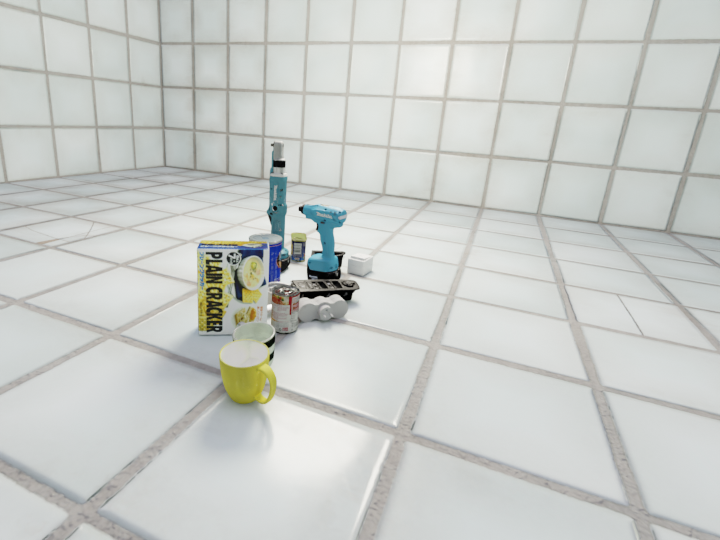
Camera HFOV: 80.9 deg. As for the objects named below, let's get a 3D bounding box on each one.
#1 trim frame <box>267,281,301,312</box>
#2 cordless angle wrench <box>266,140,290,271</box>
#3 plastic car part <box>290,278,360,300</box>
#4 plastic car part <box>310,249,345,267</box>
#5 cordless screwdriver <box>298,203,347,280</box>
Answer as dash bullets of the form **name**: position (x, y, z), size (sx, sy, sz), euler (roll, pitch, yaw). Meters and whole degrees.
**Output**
- **trim frame**: position (-0.269, 0.073, 1.176), size (0.239, 0.027, 0.195), euler (-15, 27, -42)
- **cordless angle wrench**: position (-0.272, -0.206, 1.379), size (0.100, 0.416, 0.074), euler (9, 17, 11)
- **plastic car part**: position (-0.094, 0.060, 1.186), size (0.196, 0.066, 0.070), euler (-5, 21, -25)
- **plastic car part**: position (-0.110, -0.029, 1.430), size (0.117, 0.070, 0.067), euler (4, 18, 0)
- **cordless screwdriver**: position (-0.129, -0.084, 1.320), size (0.166, 0.245, 0.072), euler (14, 19, 26)
